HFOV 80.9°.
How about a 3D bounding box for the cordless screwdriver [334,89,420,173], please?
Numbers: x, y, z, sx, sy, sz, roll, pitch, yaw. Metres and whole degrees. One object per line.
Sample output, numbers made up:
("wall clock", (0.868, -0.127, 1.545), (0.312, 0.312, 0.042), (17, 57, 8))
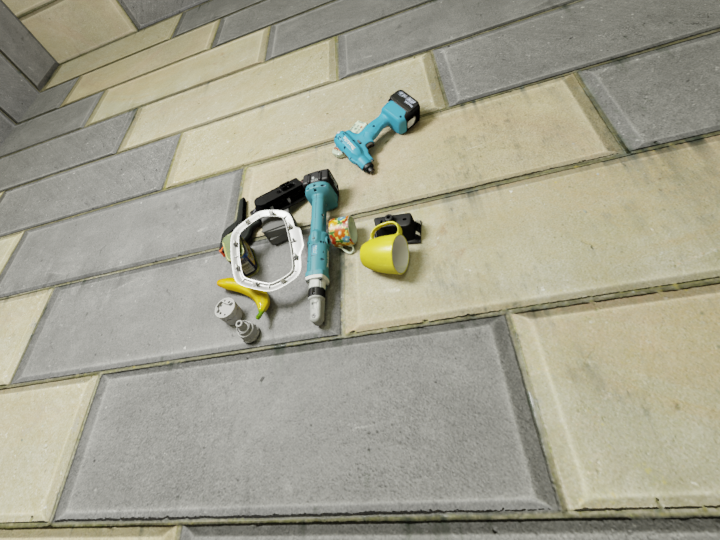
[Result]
("cordless screwdriver", (0.065, -0.391, 1.207), (0.248, 0.071, 0.165), (-37, 68, -3))

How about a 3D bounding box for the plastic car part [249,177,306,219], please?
("plastic car part", (-0.218, -0.207, 1.187), (0.200, 0.064, 0.070), (-34, 59, -16))

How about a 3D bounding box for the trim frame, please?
("trim frame", (-0.231, -0.057, 1.042), (0.184, 0.026, 0.259), (-15, 54, 0))

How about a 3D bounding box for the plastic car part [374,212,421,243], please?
("plastic car part", (0.081, -0.105, 1.001), (0.120, 0.067, 0.067), (-2, 54, 18))

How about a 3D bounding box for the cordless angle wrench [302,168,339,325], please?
("cordless angle wrench", (-0.102, -0.067, 1.044), (0.076, 0.093, 0.435), (-13, 56, 17))
